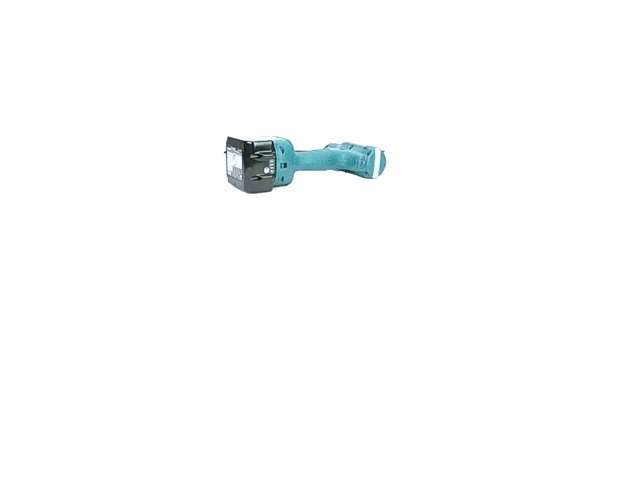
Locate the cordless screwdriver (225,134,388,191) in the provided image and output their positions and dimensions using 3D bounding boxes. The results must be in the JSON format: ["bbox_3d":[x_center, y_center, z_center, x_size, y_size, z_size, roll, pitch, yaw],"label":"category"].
[{"bbox_3d":[-0.032,-0.135,0.696,0.247,0.074,0.160,-7,21,-28],"label":"cordless screwdriver"}]
